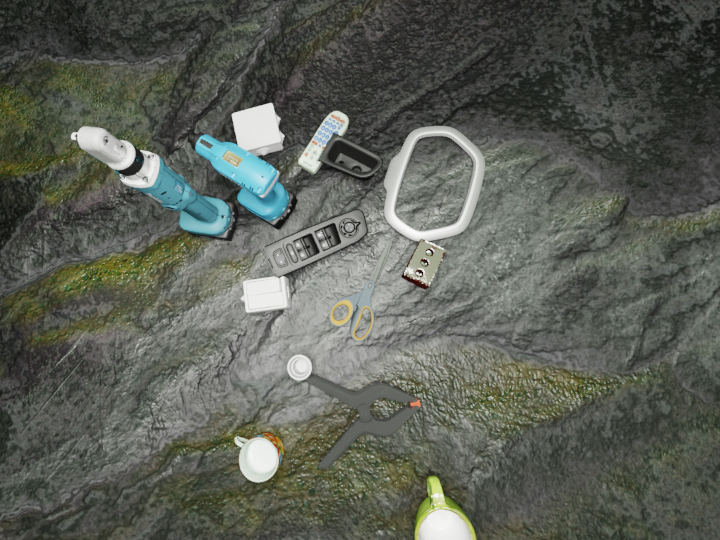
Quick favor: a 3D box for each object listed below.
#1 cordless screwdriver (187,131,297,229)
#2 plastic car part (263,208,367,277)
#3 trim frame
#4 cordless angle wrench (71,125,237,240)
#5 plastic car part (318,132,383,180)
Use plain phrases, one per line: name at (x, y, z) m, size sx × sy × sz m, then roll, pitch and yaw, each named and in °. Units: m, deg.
cordless screwdriver at (-0.203, -0.160, 0.759) m, size 0.162 × 0.245 × 0.074 m, roll 32°, pitch 84°, yaw 6°
plastic car part at (-0.080, -0.052, 0.818) m, size 0.203 × 0.066 × 0.067 m, roll -25°, pitch 81°, yaw 0°
trim frame at (0.142, -0.174, 0.838) m, size 0.187 × 0.027 × 0.249 m, roll 16°, pitch 82°, yaw 8°
cordless angle wrench at (-0.300, -0.125, 0.675) m, size 0.099 × 0.416 × 0.075 m, roll 8°, pitch 83°, yaw 2°
plastic car part at (-0.016, -0.211, 0.838) m, size 0.119 × 0.069 × 0.066 m, roll 28°, pitch 84°, yaw 8°
